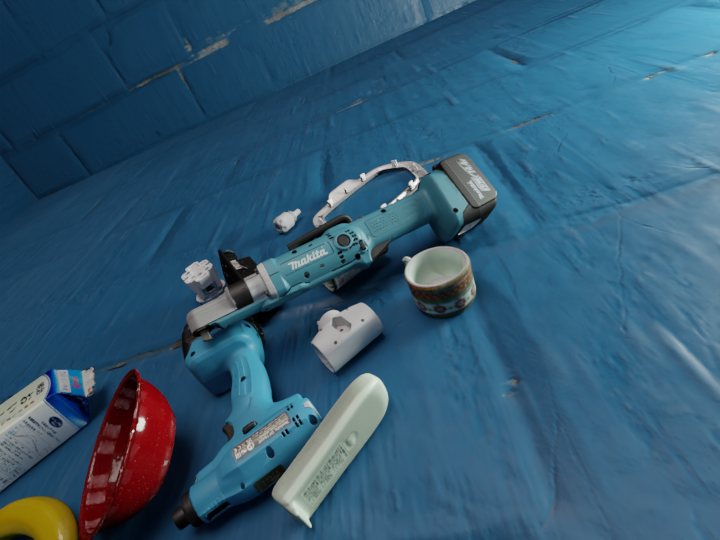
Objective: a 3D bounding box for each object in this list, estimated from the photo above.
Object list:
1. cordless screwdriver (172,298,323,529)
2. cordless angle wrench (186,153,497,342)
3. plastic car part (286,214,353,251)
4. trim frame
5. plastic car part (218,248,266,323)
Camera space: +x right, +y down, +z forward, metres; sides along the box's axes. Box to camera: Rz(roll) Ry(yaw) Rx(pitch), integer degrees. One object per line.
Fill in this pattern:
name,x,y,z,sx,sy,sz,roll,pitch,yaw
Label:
cordless screwdriver,-0.155,0.145,0.483,0.158,0.071,0.263,-34,37,-12
cordless angle wrench,-0.022,-0.027,0.548,0.417,0.073,0.101,-27,72,-14
plastic car part,-0.069,-0.045,0.705,0.115,0.064,0.074,-36,18,-20
trim frame,0.016,-0.147,0.809,0.246,0.026,0.194,-43,35,-21
plastic car part,-0.180,0.021,0.690,0.065,0.065,0.214,-9,24,-24
